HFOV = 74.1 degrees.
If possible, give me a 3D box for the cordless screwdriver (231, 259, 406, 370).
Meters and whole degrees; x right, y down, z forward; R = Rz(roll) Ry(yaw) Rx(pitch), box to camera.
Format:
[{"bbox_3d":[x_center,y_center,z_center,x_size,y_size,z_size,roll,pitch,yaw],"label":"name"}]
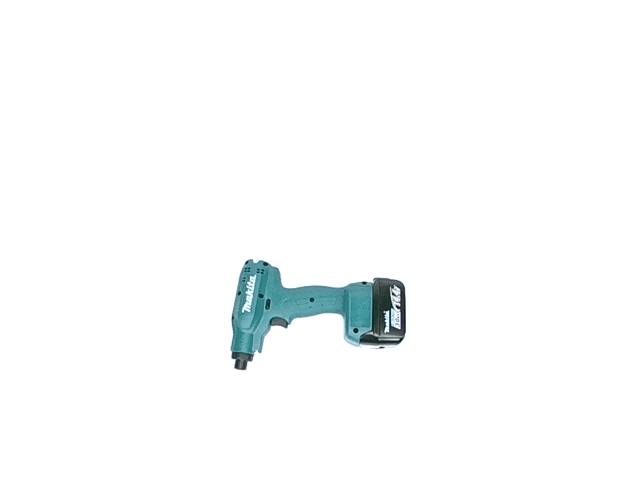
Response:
[{"bbox_3d":[-0.005,0.120,0.618,0.249,0.159,0.074,6,-19,3],"label":"cordless screwdriver"}]
